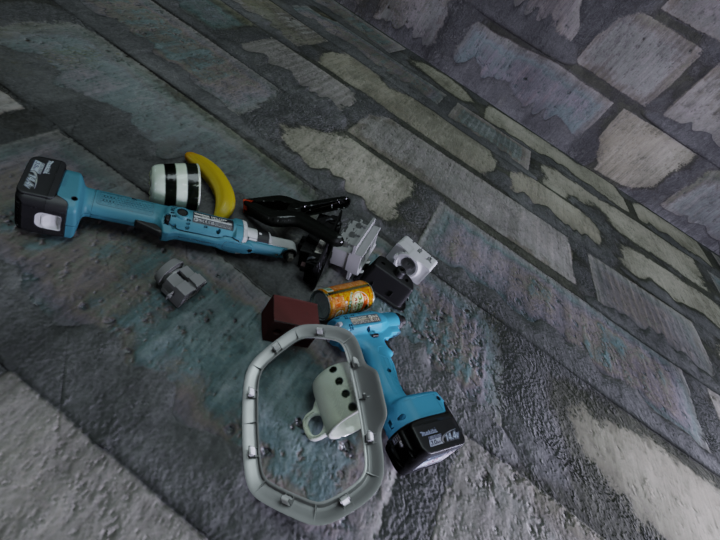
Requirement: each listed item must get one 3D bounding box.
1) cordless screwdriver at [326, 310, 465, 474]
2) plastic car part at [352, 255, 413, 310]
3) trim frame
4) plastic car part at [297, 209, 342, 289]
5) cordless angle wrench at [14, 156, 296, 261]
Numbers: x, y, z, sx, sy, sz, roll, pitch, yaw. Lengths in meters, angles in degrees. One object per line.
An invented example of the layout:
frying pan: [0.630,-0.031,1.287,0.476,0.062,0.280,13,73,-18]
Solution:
cordless screwdriver: [0.063,0.167,0.661,0.152,0.074,0.261,-4,47,-37]
plastic car part: [0.056,0.016,0.817,0.118,0.070,0.065,34,40,5]
trim frame: [-0.062,0.173,0.531,0.185,0.026,0.258,-13,48,2]
plastic car part: [-0.079,-0.052,0.813,0.069,0.064,0.204,11,38,10]
cordless angle wrench: [-0.296,-0.075,0.682,0.405,0.074,0.102,12,44,-27]
